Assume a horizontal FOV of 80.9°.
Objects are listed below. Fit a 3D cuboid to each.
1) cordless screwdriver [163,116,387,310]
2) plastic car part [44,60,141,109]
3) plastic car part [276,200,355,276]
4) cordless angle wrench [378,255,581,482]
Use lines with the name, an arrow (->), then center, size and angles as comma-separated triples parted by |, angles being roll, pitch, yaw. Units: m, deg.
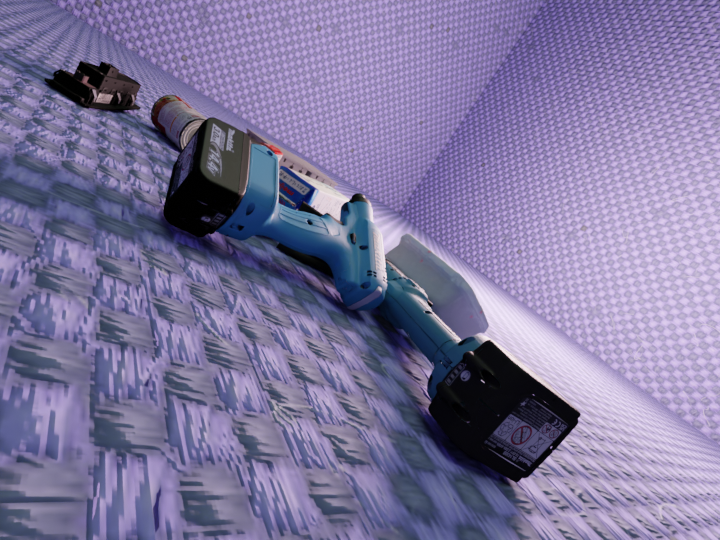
cordless screwdriver -> -0.071, -0.069, 0.454 | 0.236, 0.076, 0.164 | 28, 43, -31
plastic car part -> -0.399, -0.290, 0.662 | 0.065, 0.067, 0.207 | 24, 11, -13
plastic car part -> -0.055, -0.036, 0.559 | 0.111, 0.066, 0.074 | 31, -3, -26
cordless angle wrench -> 0.051, 0.039, 0.495 | 0.094, 0.074, 0.441 | 36, 6, -26
